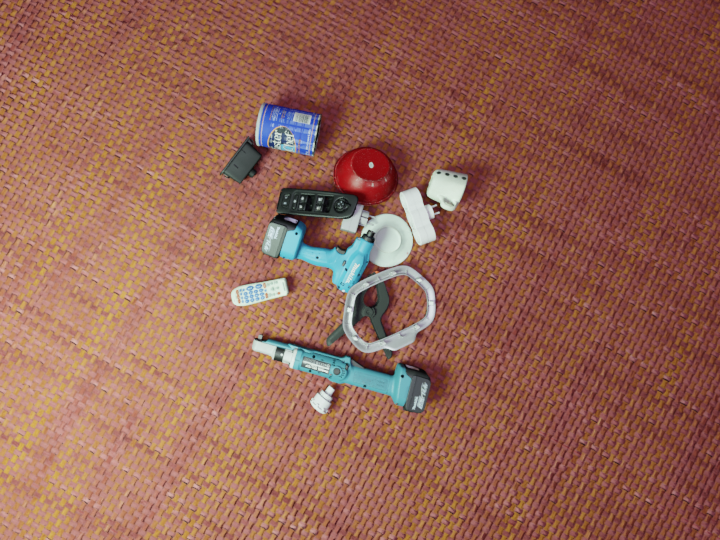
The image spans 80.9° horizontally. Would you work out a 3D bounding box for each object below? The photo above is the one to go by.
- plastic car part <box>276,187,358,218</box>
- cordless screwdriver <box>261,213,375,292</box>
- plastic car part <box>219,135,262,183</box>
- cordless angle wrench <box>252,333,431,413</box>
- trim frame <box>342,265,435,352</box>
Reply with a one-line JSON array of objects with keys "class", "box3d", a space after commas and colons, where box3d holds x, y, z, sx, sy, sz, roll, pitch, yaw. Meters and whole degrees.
[{"class": "plastic car part", "box3d": [-0.098, -0.151, 1.007, 0.212, 0.063, 0.067, 7, 72, 26]}, {"class": "cordless screwdriver", "box3d": [-0.098, -0.064, 0.997, 0.248, 0.075, 0.158, 25, 107, -2]}, {"class": "plastic car part", "box3d": [-0.284, -0.262, 1.037, 0.069, 0.068, 0.116, 34, 91, -16]}, {"class": "cordless angle wrench", "box3d": [-0.054, 0.232, 1.004, 0.425, 0.074, 0.098, 15, 88, 3]}, {"class": "trim frame", "box3d": [0.072, 0.093, 1.004, 0.244, 0.028, 0.183, -21, 94, -17]}]
